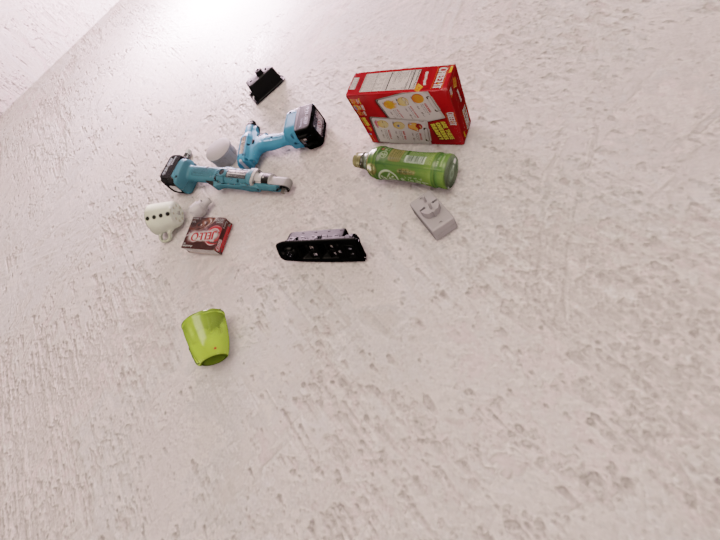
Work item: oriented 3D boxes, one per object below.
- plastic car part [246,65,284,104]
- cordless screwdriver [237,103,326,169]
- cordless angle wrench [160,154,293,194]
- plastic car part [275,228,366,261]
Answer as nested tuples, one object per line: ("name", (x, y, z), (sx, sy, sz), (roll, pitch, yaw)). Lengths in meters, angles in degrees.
("plastic car part", (-0.292, -0.563, 1.254), (0.117, 0.067, 0.069), (-40, 56, 7))
("cordless screwdriver", (-0.213, -0.363, 1.107), (0.257, 0.070, 0.163), (-12, 60, 26))
("cordless angle wrench", (-0.355, -0.245, 1.120), (0.443, 0.070, 0.098), (11, 70, 29))
("plastic car part", (-0.086, -0.057, 0.884), (0.210, 0.063, 0.068), (-4, 53, 25))
